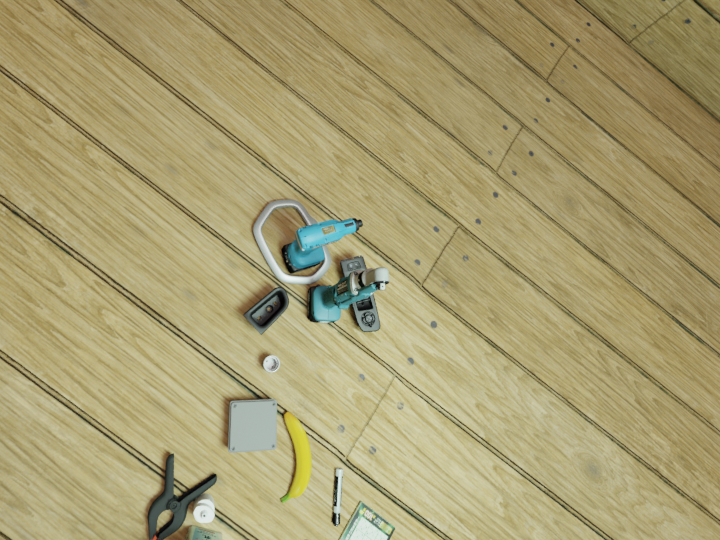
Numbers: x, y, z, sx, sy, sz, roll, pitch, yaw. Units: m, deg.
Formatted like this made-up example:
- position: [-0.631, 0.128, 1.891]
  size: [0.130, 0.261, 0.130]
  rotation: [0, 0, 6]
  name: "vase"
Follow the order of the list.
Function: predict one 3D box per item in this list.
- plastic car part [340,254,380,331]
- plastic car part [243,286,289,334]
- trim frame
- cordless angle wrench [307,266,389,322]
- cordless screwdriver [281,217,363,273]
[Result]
- position: [-0.004, 0.067, 1.129]
  size: [0.065, 0.068, 0.206]
  rotation: [-13, 79, -21]
  name: "plastic car part"
- position: [-0.230, 0.098, 1.054]
  size: [0.066, 0.072, 0.115]
  rotation: [47, 67, -2]
  name: "plastic car part"
- position: [-0.181, -0.077, 1.143]
  size: [0.181, 0.028, 0.251]
  rotation: [-28, 84, -21]
  name: "trim frame"
- position: [-0.033, 0.049, 0.933]
  size: [0.072, 0.428, 0.099]
  rotation: [5, 76, -20]
  name: "cordless angle wrench"
- position: [-0.102, -0.067, 1.042]
  size: [0.155, 0.252, 0.075]
  rotation: [-18, 84, -22]
  name: "cordless screwdriver"
